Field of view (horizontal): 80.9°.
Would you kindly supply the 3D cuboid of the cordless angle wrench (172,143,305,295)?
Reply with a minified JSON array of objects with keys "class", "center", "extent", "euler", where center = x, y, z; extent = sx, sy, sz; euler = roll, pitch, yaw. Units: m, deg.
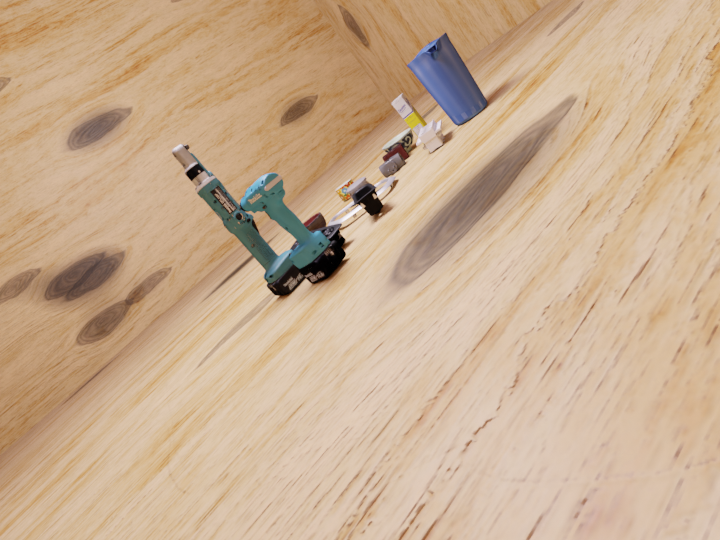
[{"class":"cordless angle wrench","center":[-0.291,-0.120,0.996],"extent":[0.097,0.414,0.076],"euler":[-46,13,-30]}]

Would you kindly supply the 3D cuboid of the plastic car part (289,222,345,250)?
[{"class":"plastic car part","center":[-0.104,-0.068,1.067],"extent":[0.066,0.065,0.210],"euler":[-48,18,-30]}]

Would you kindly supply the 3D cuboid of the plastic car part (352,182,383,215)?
[{"class":"plastic car part","center":[0.024,-0.171,1.050],"extent":[0.066,0.069,0.119],"euler":[-38,15,8]}]

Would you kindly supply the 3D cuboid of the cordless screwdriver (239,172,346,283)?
[{"class":"cordless screwdriver","center":[-0.157,-0.085,0.914],"extent":[0.074,0.243,0.164],"euler":[-47,15,-34]}]

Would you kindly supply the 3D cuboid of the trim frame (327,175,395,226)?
[{"class":"trim frame","center":[0.003,-0.198,1.238],"extent":[0.249,0.027,0.188],"euler":[-38,17,5]}]
